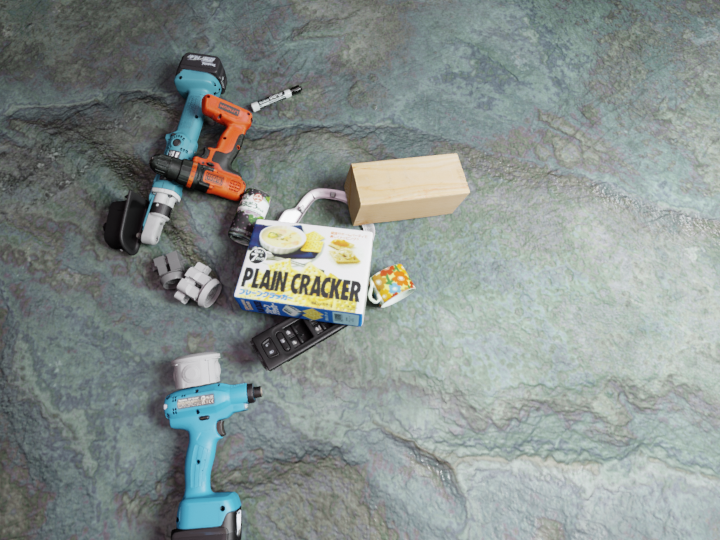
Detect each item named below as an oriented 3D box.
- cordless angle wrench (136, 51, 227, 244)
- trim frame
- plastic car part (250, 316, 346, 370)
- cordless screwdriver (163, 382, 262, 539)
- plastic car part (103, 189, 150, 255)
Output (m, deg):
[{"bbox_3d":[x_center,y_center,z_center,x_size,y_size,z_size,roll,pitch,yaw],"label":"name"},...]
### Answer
[{"bbox_3d":[-0.372,-0.252,0.873,0.098,0.073,0.428,9,73,1],"label":"cordless angle wrench"},{"bbox_3d":[-0.080,-0.052,0.819,0.188,0.027,0.249,26,75,10],"label":"trim frame"},{"bbox_3d":[-0.084,0.106,0.738,0.200,0.064,0.070,-31,55,-13],"label":"plastic car part"},{"bbox_3d":[-0.225,0.308,0.671,0.158,0.072,0.256,-10,67,-4],"label":"cordless screwdriver"},{"bbox_3d":[-0.466,-0.091,0.825,0.073,0.063,0.118,4,74,15],"label":"plastic car part"}]
